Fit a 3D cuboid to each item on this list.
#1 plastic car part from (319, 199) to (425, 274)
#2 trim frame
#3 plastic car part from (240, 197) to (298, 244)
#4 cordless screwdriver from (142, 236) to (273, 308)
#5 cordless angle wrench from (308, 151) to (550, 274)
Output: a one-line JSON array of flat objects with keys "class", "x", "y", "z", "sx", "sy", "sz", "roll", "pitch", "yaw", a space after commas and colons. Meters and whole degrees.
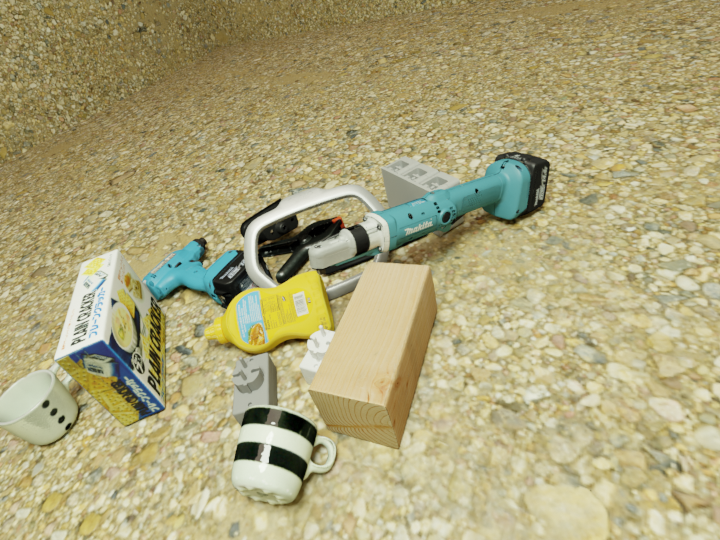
[{"class": "plastic car part", "x": 0.010, "y": -0.060, "z": 0.735, "sx": 0.201, "sy": 0.064, "sz": 0.070, "roll": -25, "pitch": 25, "yaw": -10}, {"class": "trim frame", "x": -0.067, "y": -0.044, "z": 0.686, "sx": 0.247, "sy": 0.185, "sz": 0.027, "roll": -22, "pitch": -4, "yaw": -4}, {"class": "plastic car part", "x": -0.164, "y": -0.087, "z": 0.811, "sx": 0.074, "sy": 0.064, "sz": 0.114, "roll": 5, "pitch": 33, "yaw": 38}, {"class": "cordless screwdriver", "x": -0.271, "y": -0.004, "z": 0.778, "sx": 0.260, "sy": 0.071, "sz": 0.159, "roll": 4, "pitch": 42, "yaw": 31}, {"class": "cordless angle wrench", "x": 0.110, "y": -0.086, "z": 0.628, "sx": 0.412, "sy": 0.095, "sz": 0.079, "roll": -22, "pitch": 33, "yaw": -25}]
